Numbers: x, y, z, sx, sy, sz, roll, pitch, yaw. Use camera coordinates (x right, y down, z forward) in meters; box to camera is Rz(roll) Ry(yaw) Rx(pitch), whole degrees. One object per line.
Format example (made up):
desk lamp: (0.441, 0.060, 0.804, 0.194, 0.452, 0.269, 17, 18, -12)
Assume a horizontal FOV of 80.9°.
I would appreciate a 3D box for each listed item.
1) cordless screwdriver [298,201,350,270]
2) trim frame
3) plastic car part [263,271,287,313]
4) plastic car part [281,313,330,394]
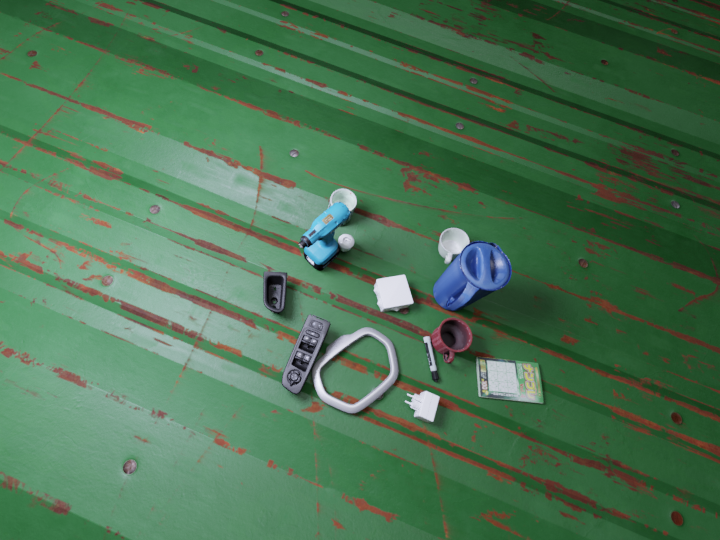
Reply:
cordless screwdriver: (-0.112, -0.073, 1.148, 0.076, 0.246, 0.157, 43, 67, 8)
trim frame: (-0.011, 0.260, 1.125, 0.245, 0.027, 0.190, -35, 73, -20)
plastic car part: (-0.237, 0.069, 1.166, 0.065, 0.070, 0.119, 2, 66, -9)
plastic car part: (-0.147, 0.221, 1.107, 0.067, 0.066, 0.204, 22, 65, 1)
